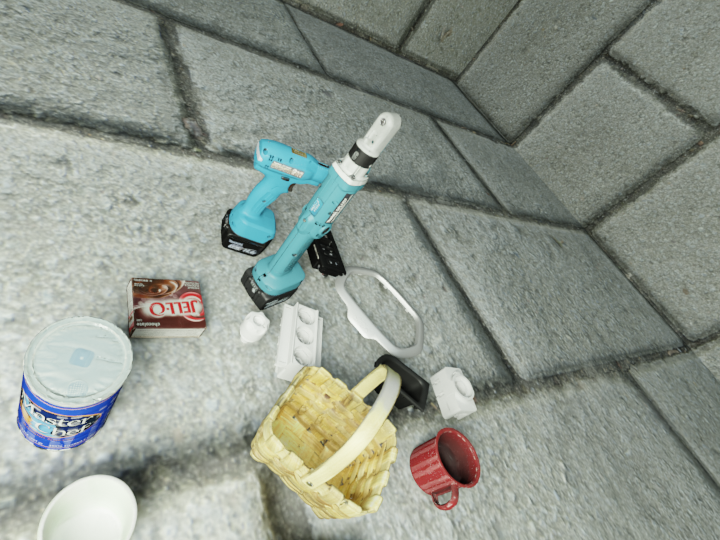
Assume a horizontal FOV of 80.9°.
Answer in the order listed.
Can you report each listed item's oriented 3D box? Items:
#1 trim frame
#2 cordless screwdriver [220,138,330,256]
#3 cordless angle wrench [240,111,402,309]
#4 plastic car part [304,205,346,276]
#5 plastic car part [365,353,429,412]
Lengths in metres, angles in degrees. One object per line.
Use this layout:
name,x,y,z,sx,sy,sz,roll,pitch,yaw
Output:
trim frame,0.044,0.086,0.938,0.255,0.028,0.178,48,38,13
cordless screwdriver,-0.163,-0.128,0.810,0.152,0.250,0.077,16,44,-29
cordless angle wrench,-0.071,-0.084,0.693,0.094,0.426,0.076,-19,68,-49
plastic car part,-0.093,-0.061,0.947,0.063,0.067,0.212,11,45,-33
plastic car part,0.059,0.211,0.782,0.116,0.071,0.066,37,37,-3
